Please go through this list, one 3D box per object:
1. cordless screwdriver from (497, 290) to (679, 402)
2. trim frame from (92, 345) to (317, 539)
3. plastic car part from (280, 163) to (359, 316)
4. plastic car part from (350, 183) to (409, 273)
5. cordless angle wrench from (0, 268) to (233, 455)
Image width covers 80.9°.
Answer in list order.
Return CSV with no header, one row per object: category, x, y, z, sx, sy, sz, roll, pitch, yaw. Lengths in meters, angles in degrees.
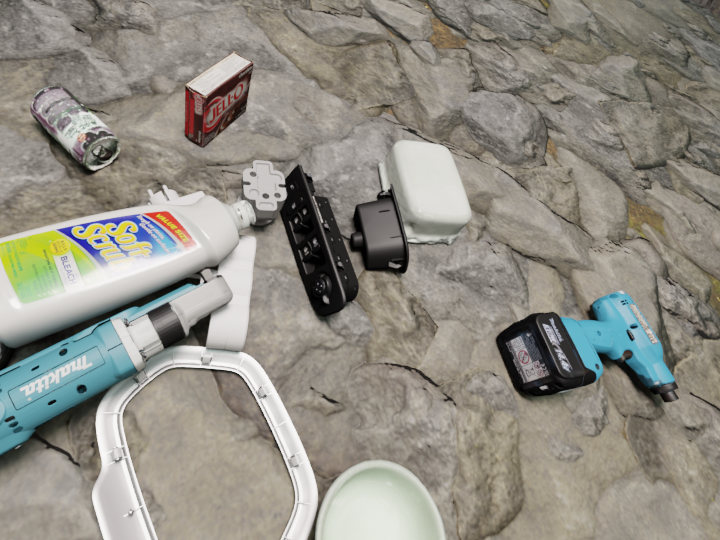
cordless screwdriver,0.320,0.119,0.573,0.240,0.074,0.165,-6,63,-27
trim frame,-0.145,0.185,0.398,0.179,0.027,0.256,-21,70,-28
plastic car part,-0.054,-0.035,0.548,0.063,0.067,0.210,13,51,-46
plastic car part,0.021,-0.052,0.585,0.070,0.065,0.120,-5,65,-7
cordless angle wrench,-0.291,0.113,0.335,0.414,0.075,0.099,-31,86,-27
